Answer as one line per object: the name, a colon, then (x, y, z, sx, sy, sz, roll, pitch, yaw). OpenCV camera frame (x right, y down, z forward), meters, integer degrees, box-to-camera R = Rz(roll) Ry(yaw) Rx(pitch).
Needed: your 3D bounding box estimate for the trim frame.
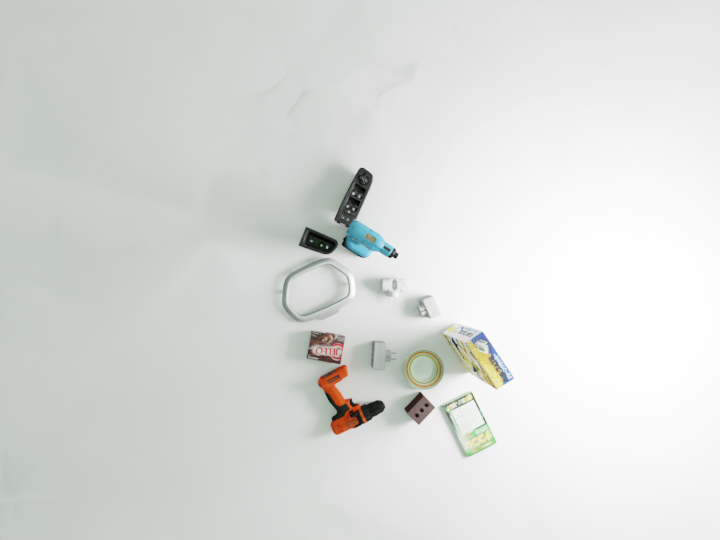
trim frame: (-0.138, 0.066, 1.372, 0.248, 0.027, 0.185, -25, 86, -3)

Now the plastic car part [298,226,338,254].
plastic car part: (-0.133, -0.087, 1.363, 0.117, 0.071, 0.066, 22, 86, -1)

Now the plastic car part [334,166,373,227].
plastic car part: (-0.019, -0.235, 1.378, 0.066, 0.067, 0.203, 25, 86, -2)

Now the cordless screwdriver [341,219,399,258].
cordless screwdriver: (0.025, -0.079, 1.275, 0.159, 0.249, 0.074, 33, 86, -3)
